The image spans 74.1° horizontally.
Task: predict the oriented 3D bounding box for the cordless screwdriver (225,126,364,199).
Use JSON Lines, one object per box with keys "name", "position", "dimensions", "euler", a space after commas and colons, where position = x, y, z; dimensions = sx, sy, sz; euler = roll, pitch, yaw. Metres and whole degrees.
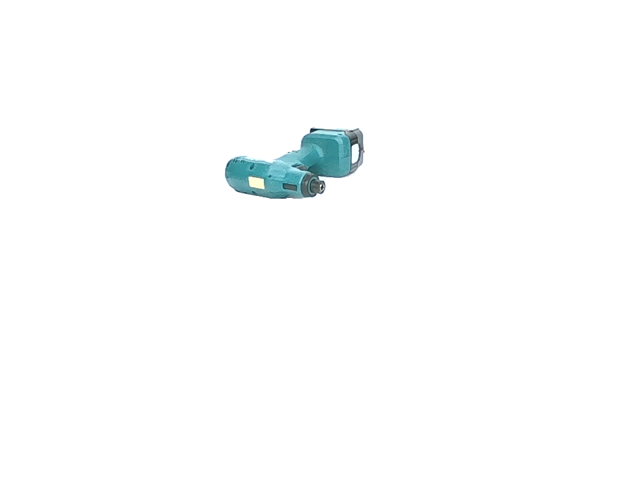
{"name": "cordless screwdriver", "position": [-0.007, -0.119, 0.657], "dimensions": [0.160, 0.074, 0.247], "euler": [14, 29, 32]}
